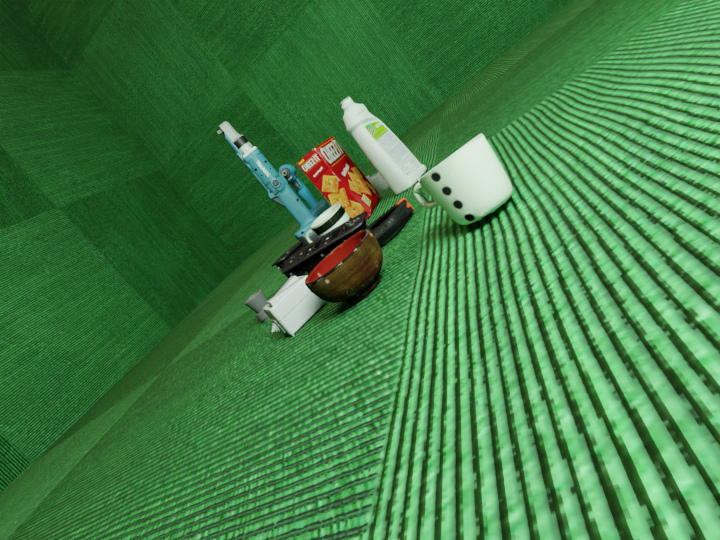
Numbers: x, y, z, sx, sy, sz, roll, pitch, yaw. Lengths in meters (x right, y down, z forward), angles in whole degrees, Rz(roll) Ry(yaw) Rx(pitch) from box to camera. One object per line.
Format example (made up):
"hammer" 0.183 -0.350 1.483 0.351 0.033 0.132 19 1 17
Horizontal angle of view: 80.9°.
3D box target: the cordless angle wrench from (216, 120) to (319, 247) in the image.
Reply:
"cordless angle wrench" -0.232 -0.231 1.145 0.097 0.417 0.076 -41 8 -7

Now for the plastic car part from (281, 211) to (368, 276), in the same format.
"plastic car part" -0.059 -0.040 0.818 0.206 0.066 0.066 -34 12 25

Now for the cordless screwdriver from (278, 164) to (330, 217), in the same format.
"cordless screwdriver" -0.164 -0.224 1.303 0.074 0.245 0.161 -39 9 5

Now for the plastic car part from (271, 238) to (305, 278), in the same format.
"plastic car part" -0.156 -0.014 0.987 0.067 0.070 0.117 -35 13 25
